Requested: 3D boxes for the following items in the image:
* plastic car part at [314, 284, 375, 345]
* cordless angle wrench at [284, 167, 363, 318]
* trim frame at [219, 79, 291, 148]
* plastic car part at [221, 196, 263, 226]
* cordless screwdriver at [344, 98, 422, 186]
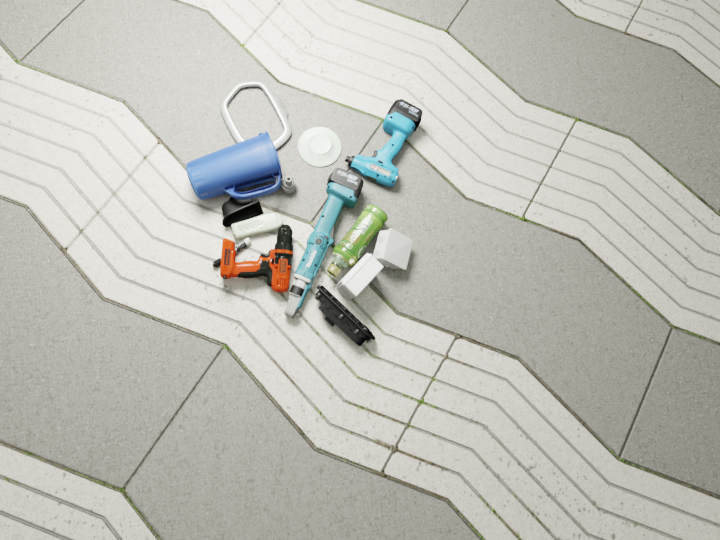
[{"bbox_3d":[-0.048,0.124,1.099,0.205,0.065,0.067,39,86,6],"label":"plastic car part"},{"bbox_3d":[-0.112,-0.073,1.144,0.098,0.074,0.424,22,78,0],"label":"cordless angle wrench"},{"bbox_3d":[-0.308,-0.459,1.252,0.182,0.027,0.254,-28,77,-9],"label":"trim frame"},{"bbox_3d":[-0.335,-0.176,1.164,0.116,0.064,0.074,-21,65,-6],"label":"plastic car part"},{"bbox_3d":[0.069,-0.379,1.232,0.160,0.074,0.249,24,79,2],"label":"cordless screwdriver"}]
